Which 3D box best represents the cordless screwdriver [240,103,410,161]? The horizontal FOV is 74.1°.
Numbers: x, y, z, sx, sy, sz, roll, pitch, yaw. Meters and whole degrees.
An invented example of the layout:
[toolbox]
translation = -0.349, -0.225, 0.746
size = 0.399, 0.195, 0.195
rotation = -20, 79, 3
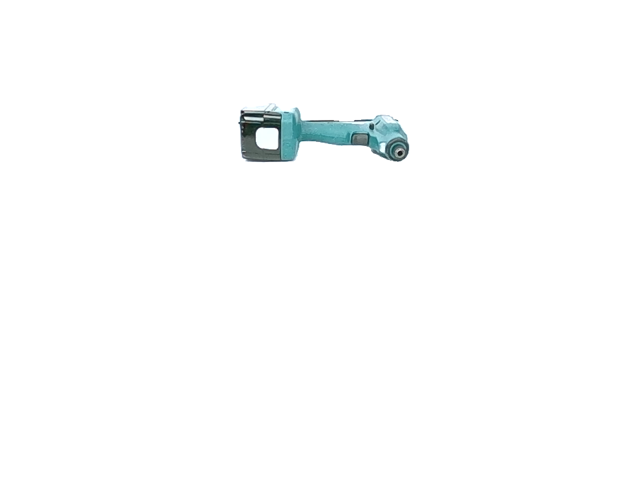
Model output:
[cordless screwdriver]
translation = 0.007, -0.154, 0.634
size = 0.249, 0.074, 0.159
rotation = 1, 27, -2
